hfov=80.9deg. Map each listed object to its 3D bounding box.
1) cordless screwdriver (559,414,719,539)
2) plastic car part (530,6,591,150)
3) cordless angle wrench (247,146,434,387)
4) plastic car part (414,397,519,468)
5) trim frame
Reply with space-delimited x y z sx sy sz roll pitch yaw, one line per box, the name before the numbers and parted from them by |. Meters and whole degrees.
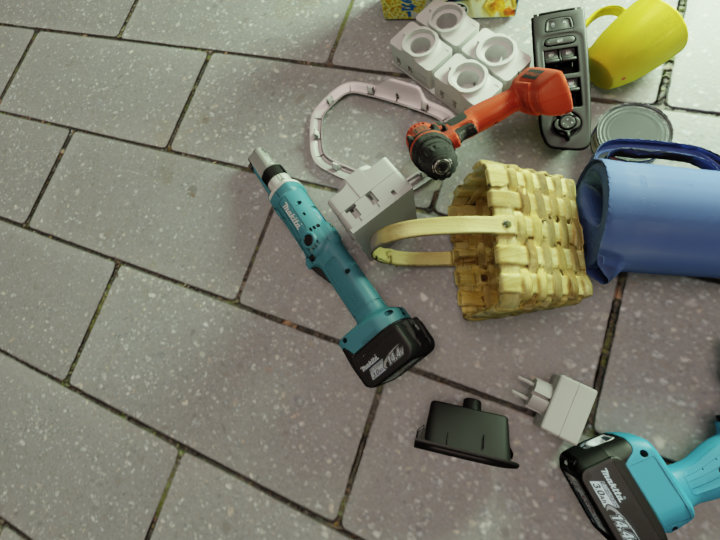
cordless screwdriver | 0.345 0.182 0.448 0.250 0.072 0.164 -21 71 5
plastic car part | 0.274 -0.256 0.591 0.067 0.065 0.205 -1 79 6
cordless angle wrench | -0.061 -0.040 0.620 0.099 0.071 0.441 -47 62 23
plastic car part | 0.127 0.192 0.516 0.119 0.063 0.072 5 63 12
trim frame | 0.029 -0.220 0.672 0.259 0.026 0.184 26 82 22
